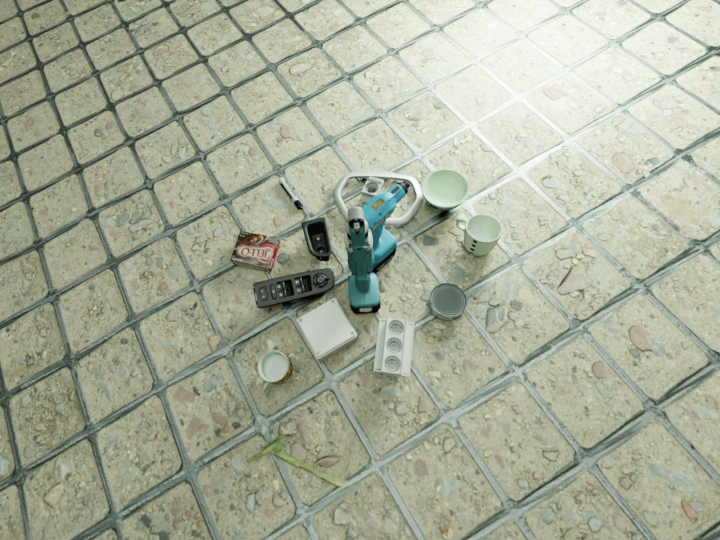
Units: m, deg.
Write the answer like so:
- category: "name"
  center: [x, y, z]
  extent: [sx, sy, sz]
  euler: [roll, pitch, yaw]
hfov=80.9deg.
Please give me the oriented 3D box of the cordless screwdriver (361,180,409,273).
- category: "cordless screwdriver"
  center: [0.051, -0.100, 0.997]
  extent: [0.158, 0.241, 0.077]
  euler: [-43, 71, -14]

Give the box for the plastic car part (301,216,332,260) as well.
- category: "plastic car part"
  center: [-0.108, -0.070, 1.101]
  extent: [0.066, 0.068, 0.120]
  euler: [-15, 65, -1]

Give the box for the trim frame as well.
- category: "trim frame"
  center: [0.047, -0.204, 1.166]
  extent: [0.253, 0.026, 0.188]
  euler: [3, 65, 9]

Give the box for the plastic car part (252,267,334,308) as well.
- category: "plastic car part"
  center: [-0.160, 0.047, 1.055]
  extent: [0.203, 0.065, 0.068]
  euler: [-15, 65, 0]

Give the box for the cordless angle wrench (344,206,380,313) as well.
- category: "cordless angle wrench"
  center: [0.001, -0.016, 0.871]
  extent: [0.075, 0.409, 0.100]
  euler: [-5, 67, 1]
